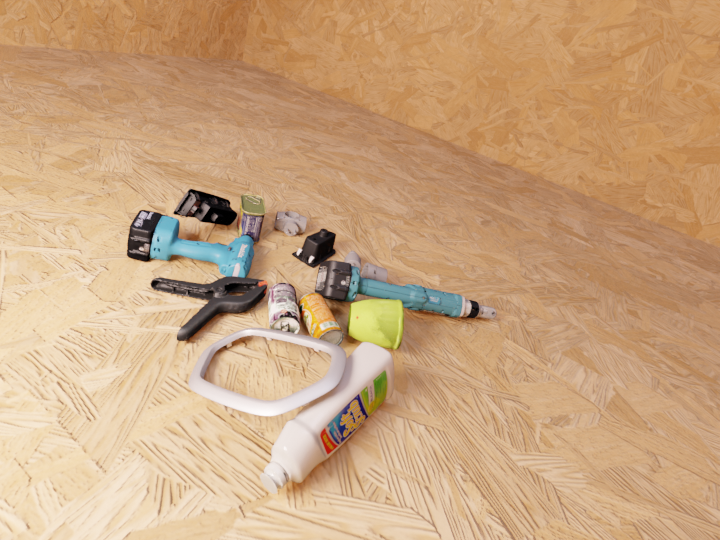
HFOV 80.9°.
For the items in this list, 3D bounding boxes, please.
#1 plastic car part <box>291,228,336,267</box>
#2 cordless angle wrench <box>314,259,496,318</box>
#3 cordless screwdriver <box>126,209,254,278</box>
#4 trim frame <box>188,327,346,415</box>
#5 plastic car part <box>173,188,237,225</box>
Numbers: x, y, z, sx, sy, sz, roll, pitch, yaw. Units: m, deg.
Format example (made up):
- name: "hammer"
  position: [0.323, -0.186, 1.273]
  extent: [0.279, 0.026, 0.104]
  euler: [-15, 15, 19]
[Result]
- name: "plastic car part"
  position: [-0.100, -0.065, 1.018]
  extent: [0.068, 0.070, 0.114]
  euler: [31, 36, 19]
- name: "cordless angle wrench"
  position: [0.114, 0.058, 0.907]
  extent: [0.411, 0.075, 0.100]
  euler: [12, -9, -17]
- name: "cordless screwdriver"
  position: [-0.347, -0.060, 0.893]
  extent: [0.245, 0.073, 0.164]
  euler: [15, 29, -10]
- name: "trim frame"
  position: [-0.139, 0.139, 0.625]
  extent: [0.260, 0.027, 0.181]
  euler: [3, 28, 31]
- name: "plastic car part"
  position: [-0.338, -0.137, 0.967]
  extent: [0.068, 0.066, 0.200]
  euler: [30, 7, 4]
